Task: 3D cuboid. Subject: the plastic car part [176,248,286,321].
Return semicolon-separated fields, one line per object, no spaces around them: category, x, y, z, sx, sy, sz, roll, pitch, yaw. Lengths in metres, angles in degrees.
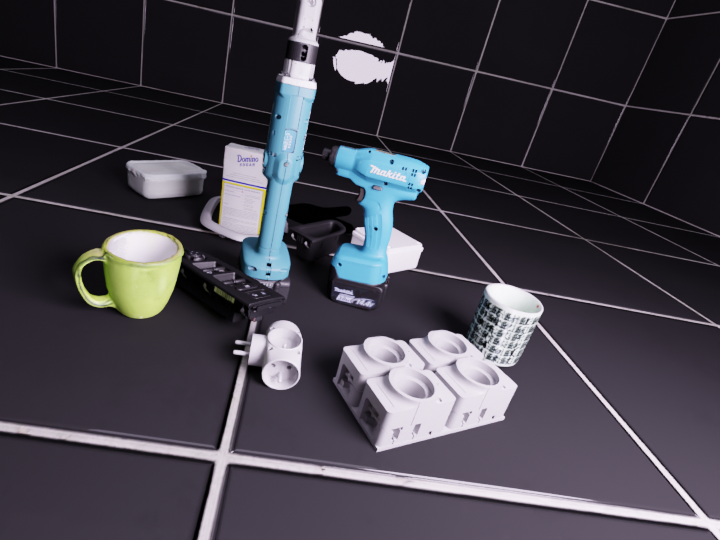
plastic car part;-0.199;0.022;0.596;0.214;0.066;0.064;29;28;31

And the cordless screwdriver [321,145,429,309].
cordless screwdriver;-0.004;-0.070;0.671;0.162;0.245;0.074;18;23;7

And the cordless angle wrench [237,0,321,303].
cordless angle wrench;-0.109;-0.151;0.589;0.072;0.417;0.102;6;25;-20

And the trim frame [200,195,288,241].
trim frame;-0.246;-0.114;0.912;0.181;0.027;0.257;7;25;-12

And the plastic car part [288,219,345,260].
plastic car part;-0.079;-0.052;0.808;0.069;0.070;0.112;30;29;32
